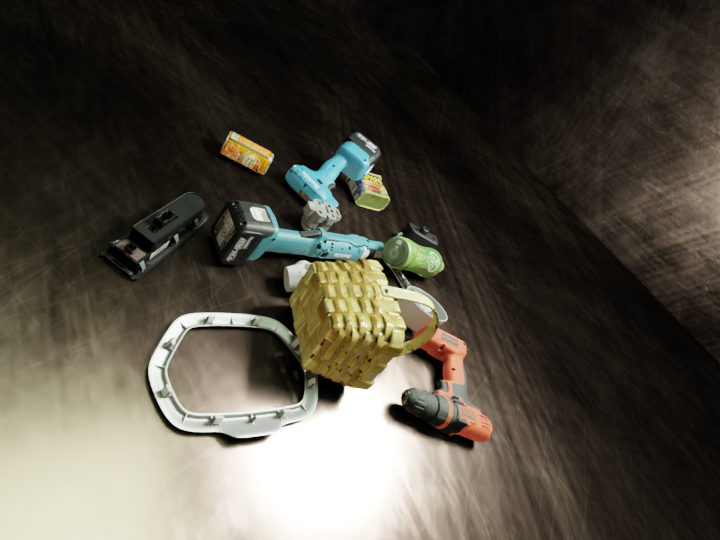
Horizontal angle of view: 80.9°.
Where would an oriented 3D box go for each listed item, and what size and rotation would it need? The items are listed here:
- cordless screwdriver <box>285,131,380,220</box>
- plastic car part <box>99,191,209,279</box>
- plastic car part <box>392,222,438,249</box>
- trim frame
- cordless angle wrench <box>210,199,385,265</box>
[{"bbox_3d":[-0.043,-0.225,1.011,0.162,0.074,0.245,44,55,8],"label":"cordless screwdriver"},{"bbox_3d":[-0.304,-0.071,0.660,0.066,0.067,0.203,31,32,-2],"label":"plastic car part"},{"bbox_3d":[0.149,-0.079,1.069,0.112,0.071,0.068,30,34,-20],"label":"plastic car part"},{"bbox_3d":[-0.161,0.136,0.580,0.236,0.028,0.192,10,44,-38],"label":"trim frame"},{"bbox_3d":[-0.081,-0.053,0.824,0.401,0.099,0.078,5,48,-45],"label":"cordless angle wrench"}]
